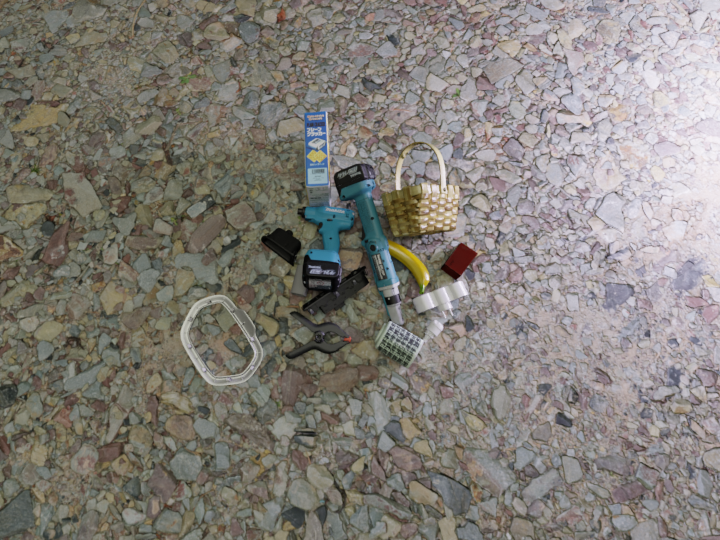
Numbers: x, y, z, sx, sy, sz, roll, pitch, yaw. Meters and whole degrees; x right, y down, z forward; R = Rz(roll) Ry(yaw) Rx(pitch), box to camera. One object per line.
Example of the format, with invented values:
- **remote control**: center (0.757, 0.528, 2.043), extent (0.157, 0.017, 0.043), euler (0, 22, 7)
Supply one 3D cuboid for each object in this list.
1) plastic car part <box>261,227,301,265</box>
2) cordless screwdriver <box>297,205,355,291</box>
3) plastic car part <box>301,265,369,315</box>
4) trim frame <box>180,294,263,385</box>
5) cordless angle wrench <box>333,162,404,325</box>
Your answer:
- **plastic car part**: center (-0.208, -0.078, 1.156), extent (0.120, 0.065, 0.070), euler (38, 64, 14)
- **cordless screwdriver**: center (-0.108, -0.071, 1.107), extent (0.161, 0.072, 0.254), euler (7, 55, 4)
- **plastic car part**: center (-0.056, 0.059, 1.102), extent (0.202, 0.066, 0.067), euler (-38, 88, -7)
- **trim frame**: center (-0.364, 0.181, 1.106), extent (0.183, 0.027, 0.256), euler (-36, 74, -7)
- **cordless angle wrench**: center (0.040, -0.063, 1.087), extent (0.101, 0.072, 0.424), euler (-18, 89, 30)
